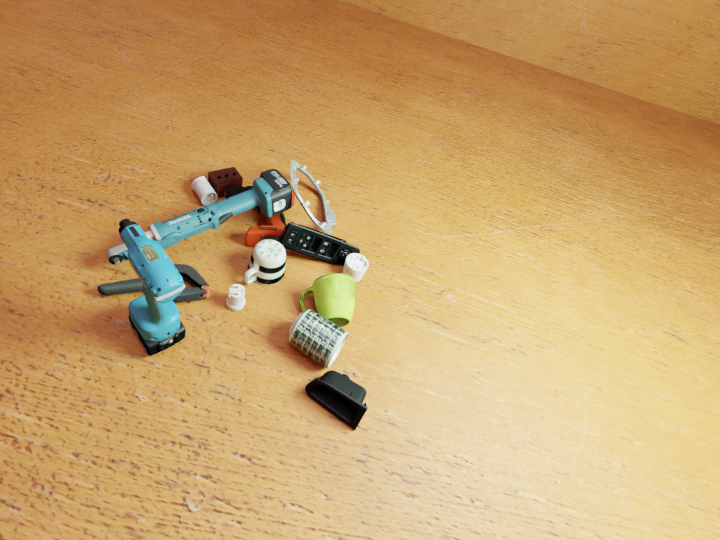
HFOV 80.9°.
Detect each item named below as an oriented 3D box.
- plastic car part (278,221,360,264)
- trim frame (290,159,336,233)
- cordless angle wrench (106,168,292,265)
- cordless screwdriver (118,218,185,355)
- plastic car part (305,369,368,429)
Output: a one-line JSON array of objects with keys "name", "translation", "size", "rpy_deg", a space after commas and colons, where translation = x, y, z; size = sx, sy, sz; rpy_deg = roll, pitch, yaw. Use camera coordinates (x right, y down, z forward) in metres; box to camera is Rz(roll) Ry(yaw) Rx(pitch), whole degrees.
[{"name": "plastic car part", "translation": [-0.099, -0.065, 1.016], "size": [0.195, 0.066, 0.070], "rpy_deg": [19, 17, -21]}, {"name": "trim frame", "translation": [-0.122, -0.194, 1.094], "size": [0.028, 0.175, 0.258], "rpy_deg": [-32, 35, 13]}, {"name": "cordless angle wrench", "translation": [-0.353, -0.115, 0.950], "size": [0.414, 0.072, 0.103], "rpy_deg": [-28, 57, -25]}, {"name": "cordless screwdriver", "translation": [-0.370, 0.034, 0.739], "size": [0.072, 0.247, 0.165], "rpy_deg": [-27, 68, -36]}, {"name": "plastic car part", "translation": [-0.036, 0.227, 0.794], "size": [0.120, 0.065, 0.069], "rpy_deg": [31, 32, 16]}]
